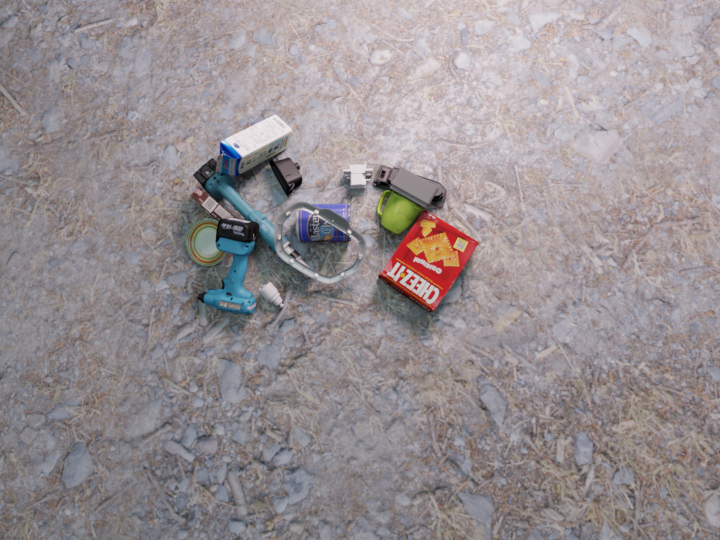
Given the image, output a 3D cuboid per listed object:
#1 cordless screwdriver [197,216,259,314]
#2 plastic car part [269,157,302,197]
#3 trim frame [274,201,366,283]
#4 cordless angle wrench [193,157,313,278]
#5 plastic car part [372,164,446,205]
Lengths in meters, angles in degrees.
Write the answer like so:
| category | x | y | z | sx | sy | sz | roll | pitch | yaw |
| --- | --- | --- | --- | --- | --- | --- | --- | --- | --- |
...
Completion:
| category | x | y | z | sx | sy | sz | roll | pitch | yaw |
| --- | --- | --- | --- | --- | --- | --- | --- | --- | --- |
| cordless screwdriver | -0.347 | -0.014 | 1.105 | 0.163 | 0.073 | 0.246 | 8 | 100 | 13 |
| plastic car part | -0.202 | -0.277 | 1.192 | 0.070 | 0.065 | 0.120 | -23 | 74 | -17 |
| trim frame | -0.105 | -0.069 | 1.071 | 0.247 | 0.028 | 0.184 | 33 | 105 | -3 |
| cordless angle wrench | -0.282 | -0.132 | 1.150 | 0.430 | 0.096 | 0.074 | 44 | 81 | 9 |
| plastic car part | 0.141 | -0.238 | 1.149 | 0.206 | 0.066 | 0.066 | 22 | 73 | 6 |
